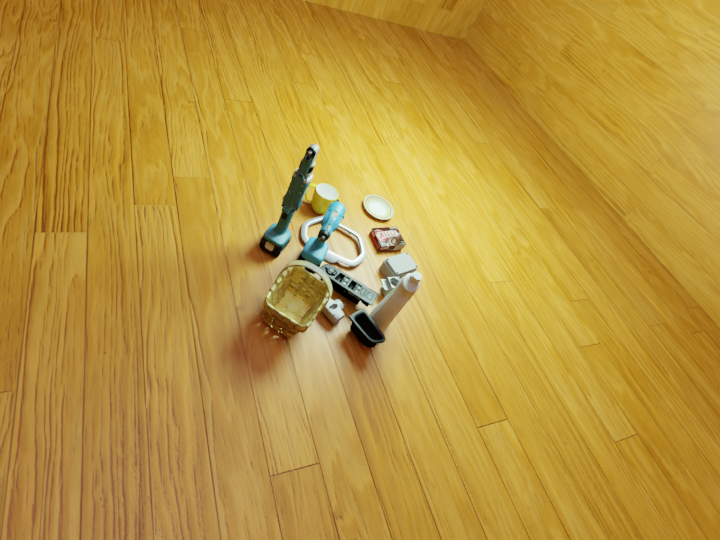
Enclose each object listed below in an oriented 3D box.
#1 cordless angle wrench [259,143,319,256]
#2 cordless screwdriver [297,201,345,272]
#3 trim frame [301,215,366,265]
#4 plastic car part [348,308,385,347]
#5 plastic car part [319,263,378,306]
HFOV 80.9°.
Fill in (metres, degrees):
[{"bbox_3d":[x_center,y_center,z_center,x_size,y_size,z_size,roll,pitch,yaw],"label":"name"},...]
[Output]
[{"bbox_3d":[-0.201,-0.201,1.237,0.074,0.422,0.098,33,46,-2],"label":"cordless angle wrench"},{"bbox_3d":[-0.126,-0.083,1.291,0.074,0.248,0.160,28,46,-6],"label":"cordless screwdriver"},{"bbox_3d":[-0.093,-0.103,1.476,0.248,0.027,0.185,27,46,-1],"label":"trim frame"},{"bbox_3d":[0.011,0.183,1.251,0.064,0.071,0.121,-22,65,-38],"label":"plastic car part"},{"bbox_3d":[-0.047,0.050,1.340,0.205,0.067,0.066,35,46,6],"label":"plastic car part"}]
